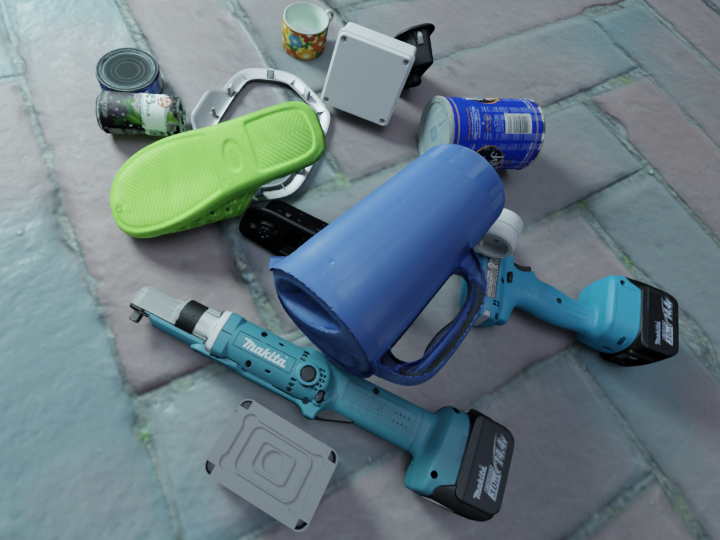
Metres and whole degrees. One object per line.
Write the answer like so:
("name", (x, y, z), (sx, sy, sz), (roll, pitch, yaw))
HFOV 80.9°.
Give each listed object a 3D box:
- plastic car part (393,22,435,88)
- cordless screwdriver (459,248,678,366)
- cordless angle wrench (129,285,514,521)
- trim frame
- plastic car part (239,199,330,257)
("plastic car part", (0.073, -0.317, 0.653), (0.064, 0.120, 0.070), (-13, 95, -17))
("cordless screwdriver", (0.257, 0.020, 0.545), (0.250, 0.073, 0.161), (16, 65, 2))
("cordless angle wrench", (-0.058, 0.118, 0.454), (0.427, 0.073, 0.098), (25, 64, 5))
("trim frame", (-0.146, -0.202, 0.606), (0.185, 0.027, 0.250), (20, 66, 1))
("plastic car part", (-0.051, -0.034, 0.526), (0.203, 0.066, 0.067), (24, 51, 0))
